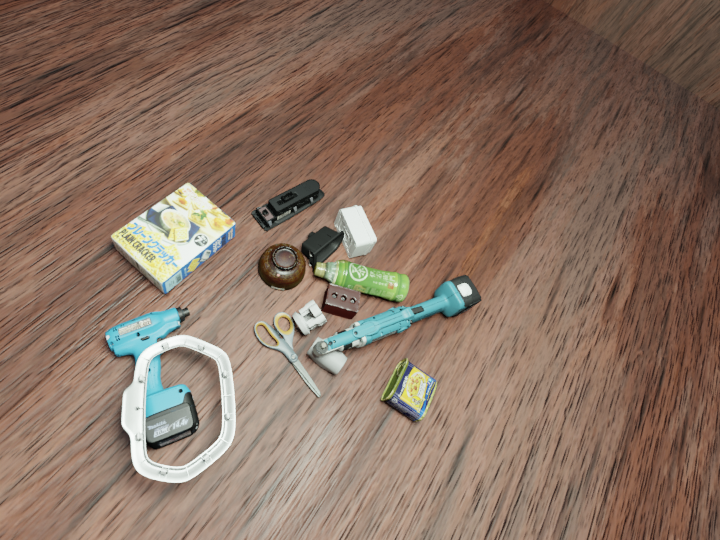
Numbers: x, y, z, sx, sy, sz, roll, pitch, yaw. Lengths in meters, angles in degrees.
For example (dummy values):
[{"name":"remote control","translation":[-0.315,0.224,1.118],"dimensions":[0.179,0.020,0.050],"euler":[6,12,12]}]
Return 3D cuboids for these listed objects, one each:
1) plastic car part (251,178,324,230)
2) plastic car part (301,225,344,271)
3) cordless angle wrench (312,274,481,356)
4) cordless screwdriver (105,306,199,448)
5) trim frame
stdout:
[{"name":"plastic car part","translation":[-0.177,-0.181,1.076],"dimensions":[0.198,0.066,0.069],"euler":[-33,69,-31]},{"name":"plastic car part","translation":[-0.101,-0.066,1.033],"dimensions":[0.073,0.064,0.115],"euler":[31,54,18]},{"name":"cordless angle wrench","translation":[0.083,0.109,0.940],"dimensions":[0.410,0.098,0.077],"euler":[-17,69,-26]},{"name":"cordless screwdriver","translation":[-0.369,0.191,0.805],"dimensions":[0.155,0.073,0.258],"euler":[-22,65,-25]},{"name":"trim frame","translation":[-0.313,0.228,0.735],"dimensions":[0.180,0.027,0.258],"euler":[-5,58,-15]}]
